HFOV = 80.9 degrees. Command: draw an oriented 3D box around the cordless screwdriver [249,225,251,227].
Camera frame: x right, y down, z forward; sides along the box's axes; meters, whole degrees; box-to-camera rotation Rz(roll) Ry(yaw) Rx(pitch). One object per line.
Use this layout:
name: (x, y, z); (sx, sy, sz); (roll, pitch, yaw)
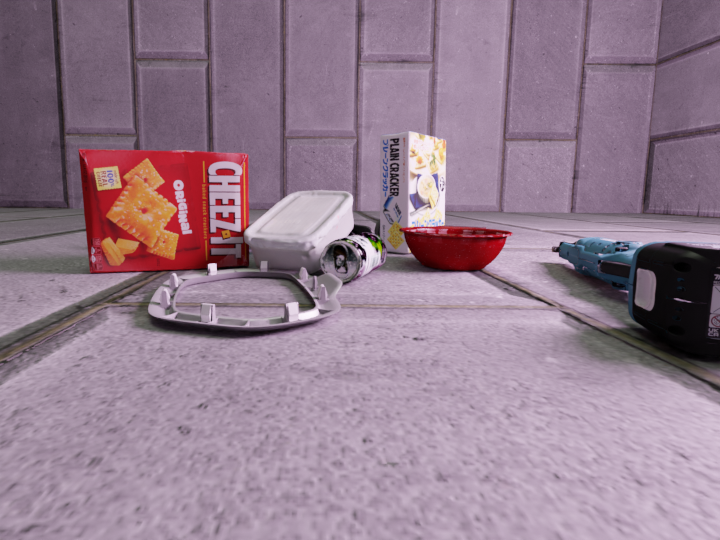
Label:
cordless screwdriver: (-0.182, -0.079, 0.835); (0.239, 0.073, 0.167); (-11, 14, -32)

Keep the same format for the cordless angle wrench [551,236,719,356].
cordless angle wrench: (0.294, -0.005, 0.468); (0.100, 0.074, 0.416); (3, 8, 11)

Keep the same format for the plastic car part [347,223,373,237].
plastic car part: (-0.069, -0.045, 0.705); (0.212, 0.067, 0.063); (5, -16, 31)

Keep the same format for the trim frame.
trim frame: (-0.114, 0.017, 0.434); (0.180, 0.027, 0.256); (-1, 9, -16)
